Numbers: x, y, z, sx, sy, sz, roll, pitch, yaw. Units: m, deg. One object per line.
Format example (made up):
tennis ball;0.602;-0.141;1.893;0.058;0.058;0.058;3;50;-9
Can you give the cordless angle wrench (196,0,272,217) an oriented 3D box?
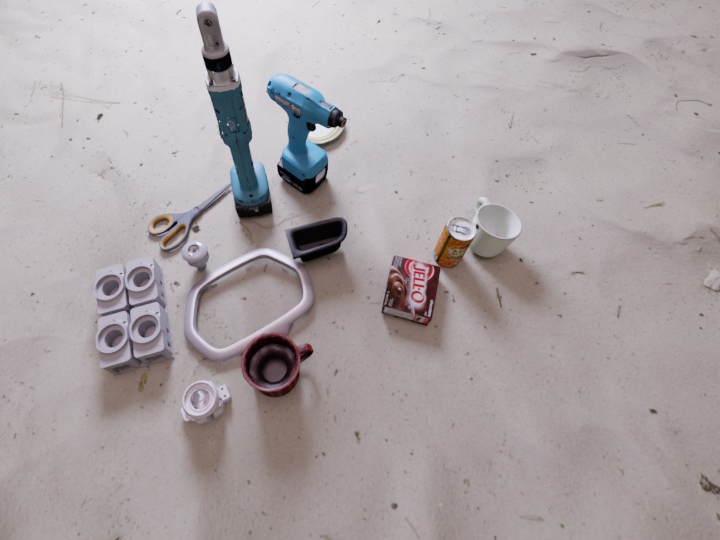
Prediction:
cordless angle wrench;-0.213;-0.241;0.722;0.073;0.412;0.101;-10;64;-9

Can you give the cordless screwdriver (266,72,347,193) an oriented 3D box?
cordless screwdriver;-0.098;-0.247;0.820;0.164;0.242;0.074;36;66;15

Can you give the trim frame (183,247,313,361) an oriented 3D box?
trim frame;-0.205;0.058;0.775;0.245;0.027;0.192;-31;65;-15

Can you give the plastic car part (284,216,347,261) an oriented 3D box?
plastic car part;-0.079;-0.052;0.810;0.115;0.069;0.068;-15;63;-9
